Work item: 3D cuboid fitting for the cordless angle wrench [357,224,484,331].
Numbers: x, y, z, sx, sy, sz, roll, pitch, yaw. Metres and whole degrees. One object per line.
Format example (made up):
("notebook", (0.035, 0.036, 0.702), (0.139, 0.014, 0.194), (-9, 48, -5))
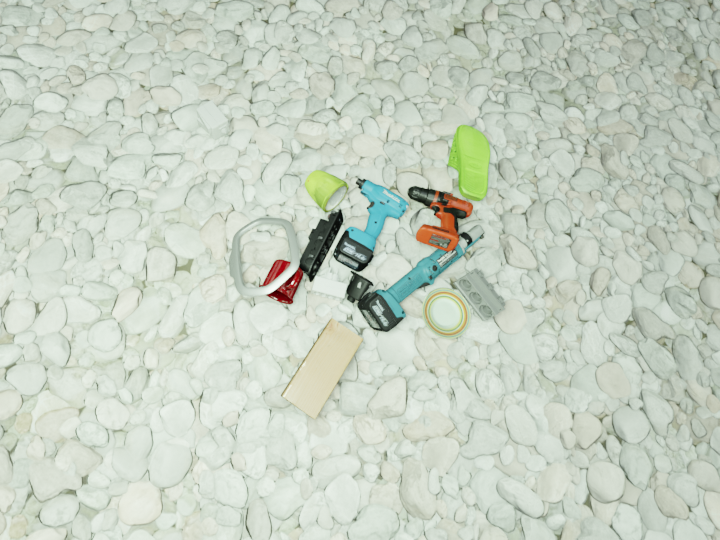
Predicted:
("cordless angle wrench", (0.178, -0.002, 1.103), (0.417, 0.076, 0.097), (-37, 99, -20))

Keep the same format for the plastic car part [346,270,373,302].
("plastic car part", (-0.009, 0.046, 1.053), (0.066, 0.116, 0.071), (29, 94, -2))

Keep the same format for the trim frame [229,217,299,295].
("trim frame", (-0.242, -0.040, 1.042), (0.185, 0.026, 0.259), (-20, 52, 3))

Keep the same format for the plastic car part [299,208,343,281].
("plastic car part", (-0.108, -0.070, 1.100), (0.068, 0.065, 0.204), (18, 70, 7))

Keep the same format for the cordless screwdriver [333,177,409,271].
("cordless screwdriver", (0.008, -0.130, 1.129), (0.161, 0.074, 0.248), (32, 67, 4))
